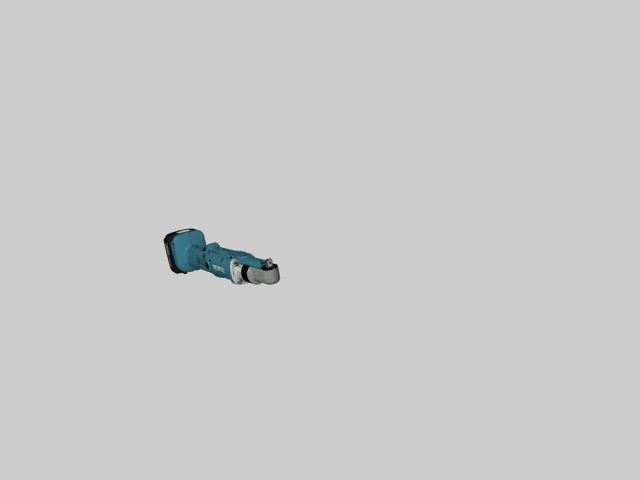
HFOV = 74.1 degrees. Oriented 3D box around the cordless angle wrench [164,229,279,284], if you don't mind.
[{"bbox_3d":[-0.200,0.041,0.835,0.074,0.098,0.423,-18,16,-35],"label":"cordless angle wrench"}]
